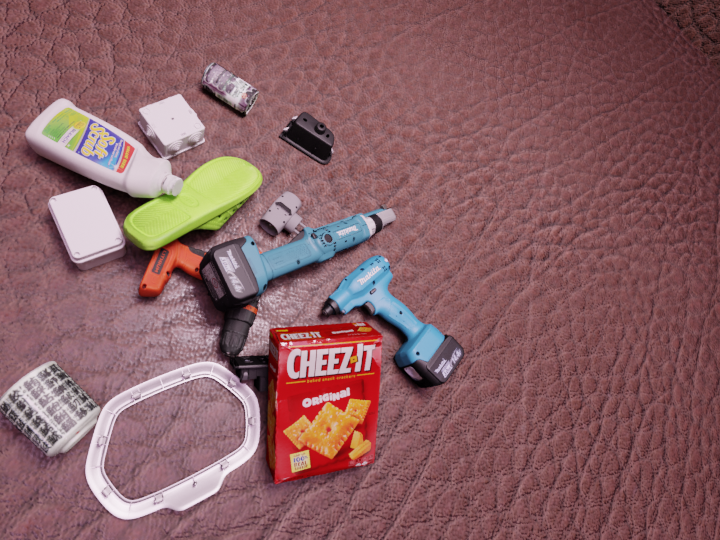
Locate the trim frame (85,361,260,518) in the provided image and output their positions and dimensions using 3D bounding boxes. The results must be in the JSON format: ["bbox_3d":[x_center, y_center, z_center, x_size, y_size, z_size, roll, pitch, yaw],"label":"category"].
[{"bbox_3d":[-0.266,0.243,0.621,0.241,0.028,0.187,-18,78,-27],"label":"trim frame"}]

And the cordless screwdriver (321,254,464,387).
[{"bbox_3d":[0.055,0.106,0.768,0.157,0.074,0.252,-38,83,-28],"label":"cordless screwdriver"}]

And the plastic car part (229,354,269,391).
[{"bbox_3d":[-0.107,0.166,0.689,0.196,0.068,0.068,-2,82,-22],"label":"plastic car part"}]

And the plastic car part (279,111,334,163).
[{"bbox_3d":[-0.096,-0.278,0.861,0.116,0.071,0.066,33,64,-4],"label":"plastic car part"}]

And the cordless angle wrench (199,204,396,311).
[{"bbox_3d":[-0.073,-0.048,0.751,0.409,0.076,0.099,-25,84,-40],"label":"cordless angle wrench"}]
